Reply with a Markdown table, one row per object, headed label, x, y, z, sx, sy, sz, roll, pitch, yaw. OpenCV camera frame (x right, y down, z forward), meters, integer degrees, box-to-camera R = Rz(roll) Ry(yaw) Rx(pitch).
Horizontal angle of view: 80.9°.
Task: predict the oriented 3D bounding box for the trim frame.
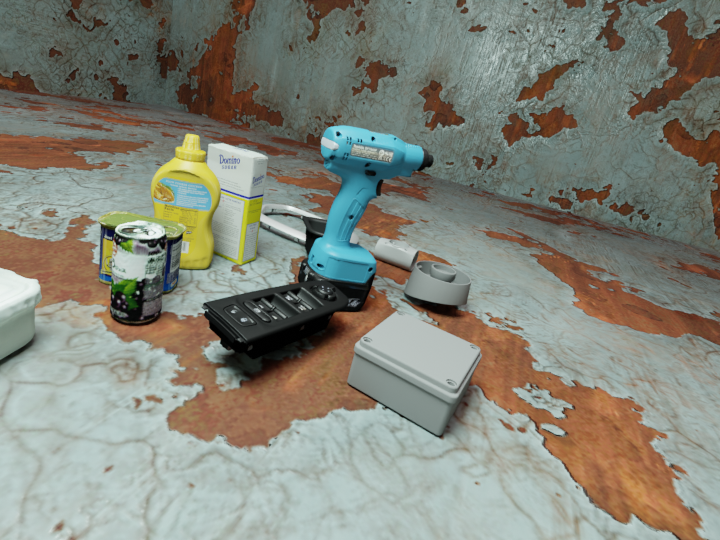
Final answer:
| label | x | y | z | sx | sy | sz | roll | pitch | yaw |
| --- | --- | --- | --- | --- | --- | --- | --- | --- | --- |
| trim frame | -0.120 | -0.097 | 0.910 | 0.260 | 0.027 | 0.178 | 22 | 23 | 24 |

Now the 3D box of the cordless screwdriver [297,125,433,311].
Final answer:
| label | x | y | z | sx | sy | sz | roll | pitch | yaw |
| --- | --- | --- | --- | --- | --- | --- | --- | --- | --- |
| cordless screwdriver | 0.004 | -0.068 | 0.595 | 0.153 | 0.245 | 0.078 | 5 | 21 | -24 |

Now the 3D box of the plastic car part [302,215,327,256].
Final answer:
| label | x | y | z | sx | sy | sz | roll | pitch | yaw |
| --- | --- | --- | --- | --- | --- | --- | --- | --- | --- |
| plastic car part | -0.073 | -0.048 | 0.748 | 0.065 | 0.070 | 0.120 | 9 | 21 | -13 |

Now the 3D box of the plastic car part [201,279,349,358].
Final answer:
| label | x | y | z | sx | sy | sz | roll | pitch | yaw |
| --- | --- | --- | --- | --- | --- | --- | --- | --- | --- |
| plastic car part | -0.084 | 0.055 | 0.481 | 0.070 | 0.066 | 0.195 | 24 | 23 | 28 |
